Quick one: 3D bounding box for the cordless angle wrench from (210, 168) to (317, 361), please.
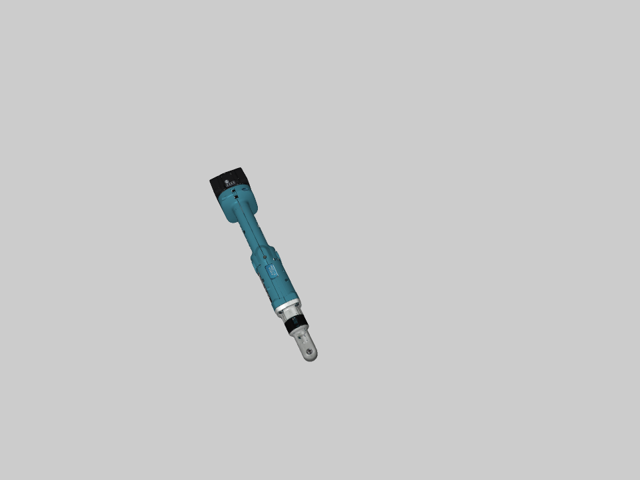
[{"bbox_3d":[-0.107,0.043,0.836,0.074,0.422,0.098,-25,-24,-10],"label":"cordless angle wrench"}]
